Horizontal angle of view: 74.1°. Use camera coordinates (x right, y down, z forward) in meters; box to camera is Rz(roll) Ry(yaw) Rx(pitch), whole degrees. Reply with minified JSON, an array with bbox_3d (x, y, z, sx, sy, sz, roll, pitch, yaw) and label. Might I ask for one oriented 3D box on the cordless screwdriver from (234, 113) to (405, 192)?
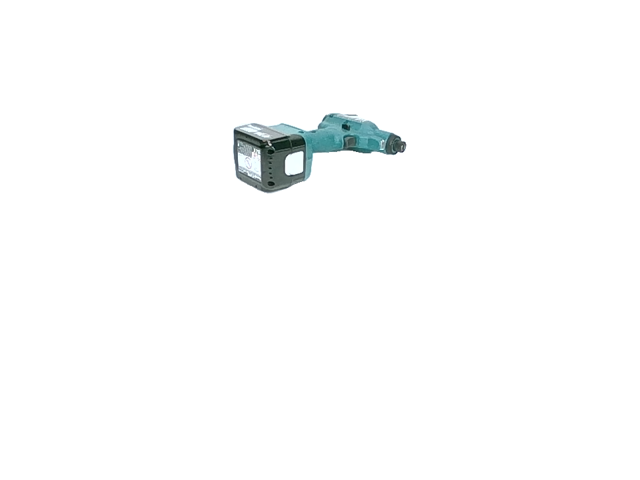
[{"bbox_3d":[0.004,-0.139,0.640,0.160,0.074,0.247,26,37,35],"label":"cordless screwdriver"}]
